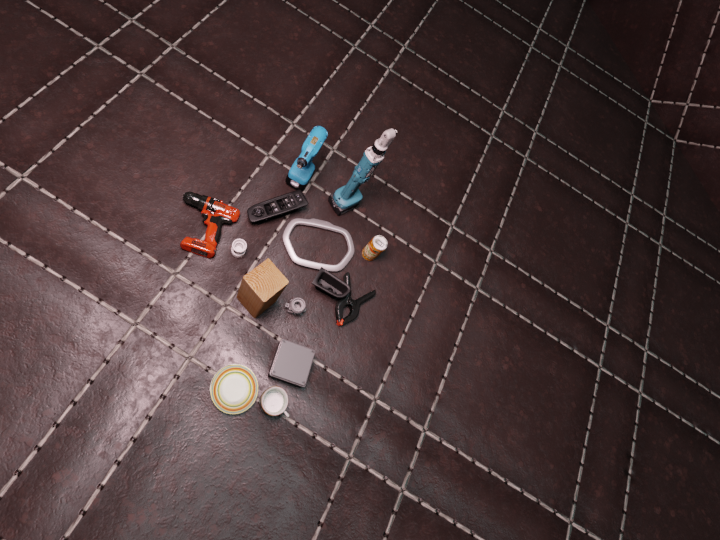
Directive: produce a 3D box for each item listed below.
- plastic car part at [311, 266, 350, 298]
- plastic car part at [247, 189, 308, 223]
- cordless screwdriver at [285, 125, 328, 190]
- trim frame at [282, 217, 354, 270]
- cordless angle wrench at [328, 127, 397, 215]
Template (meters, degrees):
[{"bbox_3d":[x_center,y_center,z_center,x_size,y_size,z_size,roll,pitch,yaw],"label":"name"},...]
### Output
[{"bbox_3d":[-0.096,0.053,1.329,0.116,0.071,0.066,33,63,-3],"label":"plastic car part"},{"bbox_3d":[-0.277,-0.203,1.386,0.198,0.067,0.068,-22,78,-23],"label":"plastic car part"},{"bbox_3d":[-0.185,-0.339,1.368,0.073,0.250,0.160,29,63,-9],"label":"cordless screwdriver"},{"bbox_3d":[-0.137,-0.090,1.402,0.243,0.027,0.188,9,66,-12],"label":"trim frame"},{"bbox_3d":[0.006,-0.301,1.310,0.096,0.426,0.075,-27,83,-27],"label":"cordless angle wrench"}]
